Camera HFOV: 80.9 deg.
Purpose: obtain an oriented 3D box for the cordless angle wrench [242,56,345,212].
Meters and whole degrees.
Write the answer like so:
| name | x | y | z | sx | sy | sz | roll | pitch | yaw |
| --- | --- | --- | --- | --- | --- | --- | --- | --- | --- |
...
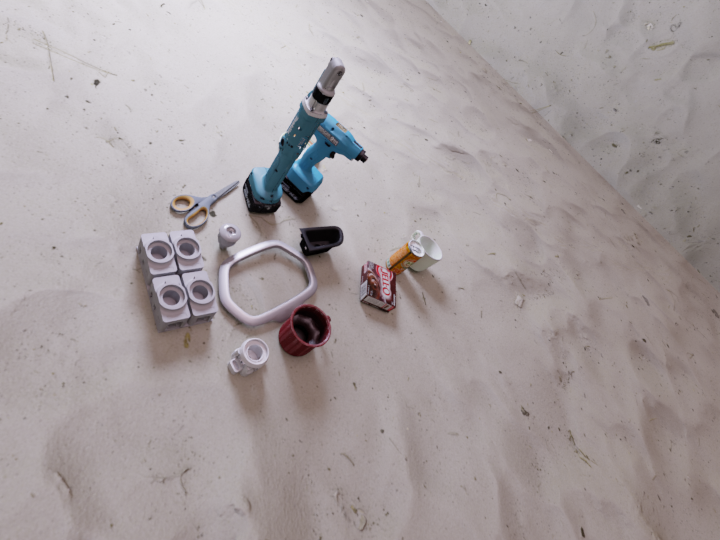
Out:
| name | x | y | z | sx | sy | sz | roll | pitch | yaw |
| --- | --- | --- | --- | --- | --- | --- | --- | --- | --- |
| cordless angle wrench | -0.147 | -0.275 | 0.916 | 0.071 | 0.428 | 0.101 | -2 | 63 | -37 |

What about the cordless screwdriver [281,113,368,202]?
| name | x | y | z | sx | sy | sz | roll | pitch | yaw |
| --- | --- | --- | --- | --- | --- | --- | --- | --- | --- |
| cordless screwdriver | -0.098 | -0.263 | 1.061 | 0.158 | 0.252 | 0.074 | 42 | 46 | -4 |

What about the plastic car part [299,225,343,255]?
| name | x | y | z | sx | sy | sz | roll | pitch | yaw |
| --- | --- | --- | --- | --- | --- | --- | --- | --- | --- |
| plastic car part | -0.102 | -0.067 | 1.042 | 0.112 | 0.072 | 0.068 | -9 | 66 | -38 |

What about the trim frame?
| name | x | y | z | sx | sy | sz | roll | pitch | yaw |
| --- | --- | --- | --- | --- | --- | --- | --- | --- | --- |
| trim frame | -0.203 | 0.025 | 0.941 | 0.241 | 0.028 | 0.188 | -29 | 77 | -42 |
